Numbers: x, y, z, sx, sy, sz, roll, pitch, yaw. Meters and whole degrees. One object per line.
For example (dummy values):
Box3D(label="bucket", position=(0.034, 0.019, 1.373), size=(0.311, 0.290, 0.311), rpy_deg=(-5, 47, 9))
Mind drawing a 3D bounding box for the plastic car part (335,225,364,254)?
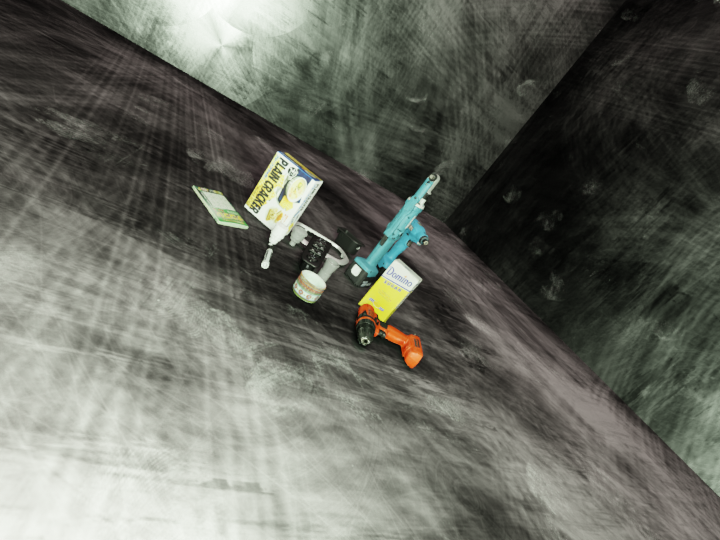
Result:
Box3D(label="plastic car part", position=(-0.048, -0.100, 1.543), size=(0.122, 0.071, 0.063), rpy_deg=(47, 22, 29))

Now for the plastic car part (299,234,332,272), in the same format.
Box3D(label="plastic car part", position=(-0.142, -0.045, 1.264), size=(0.066, 0.067, 0.204), rpy_deg=(34, 19, -7))

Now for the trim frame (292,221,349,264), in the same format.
Box3D(label="trim frame", position=(-0.141, -0.092, 1.437), size=(0.240, 0.027, 0.190), rpy_deg=(28, 20, -19))

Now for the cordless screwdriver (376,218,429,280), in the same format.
Box3D(label="cordless screwdriver", position=(0.138, -0.058, 1.480), size=(0.071, 0.249, 0.166), rpy_deg=(27, 22, -28))

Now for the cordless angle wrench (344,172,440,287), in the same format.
Box3D(label="cordless angle wrench", position=(0.108, -0.126, 1.325), size=(0.078, 0.423, 0.093), rpy_deg=(47, 21, 25))
